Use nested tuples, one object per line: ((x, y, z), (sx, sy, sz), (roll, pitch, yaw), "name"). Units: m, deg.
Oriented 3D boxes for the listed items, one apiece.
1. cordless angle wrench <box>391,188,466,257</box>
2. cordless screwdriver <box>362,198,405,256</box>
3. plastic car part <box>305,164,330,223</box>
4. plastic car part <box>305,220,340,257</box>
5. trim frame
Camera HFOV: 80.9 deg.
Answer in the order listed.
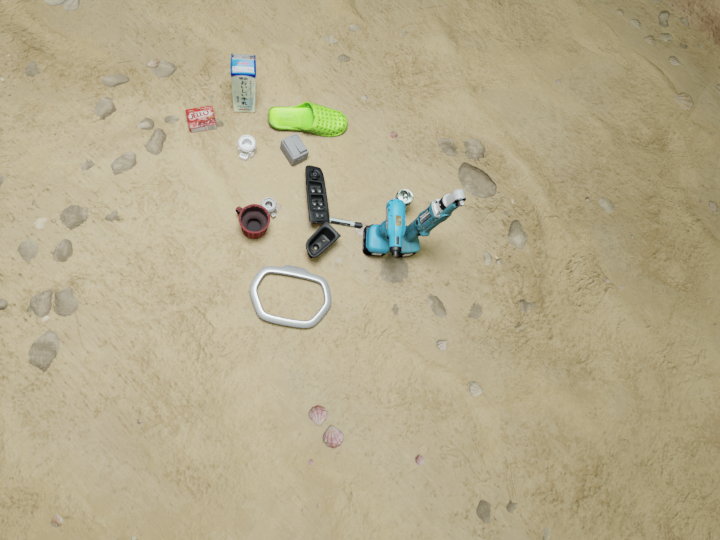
((0.183, -0.134, 1.185), (0.073, 0.424, 0.099), (-5, 78, -16), "cordless angle wrench")
((0.071, -0.093, 1.246), (0.073, 0.249, 0.162), (6, 75, -13), "cordless screwdriver")
((-0.143, -0.239, 1.350), (0.065, 0.067, 0.207), (-3, 74, -13), "plastic car part")
((-0.127, -0.083, 1.304), (0.066, 0.071, 0.115), (44, 71, 2), "plastic car part")
((-0.208, 0.074, 1.266), (0.246, 0.027, 0.187), (10, 72, -6), "trim frame")
